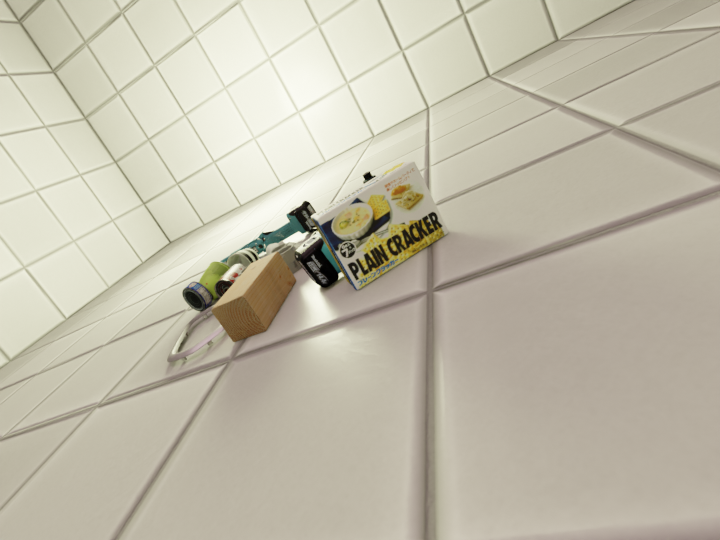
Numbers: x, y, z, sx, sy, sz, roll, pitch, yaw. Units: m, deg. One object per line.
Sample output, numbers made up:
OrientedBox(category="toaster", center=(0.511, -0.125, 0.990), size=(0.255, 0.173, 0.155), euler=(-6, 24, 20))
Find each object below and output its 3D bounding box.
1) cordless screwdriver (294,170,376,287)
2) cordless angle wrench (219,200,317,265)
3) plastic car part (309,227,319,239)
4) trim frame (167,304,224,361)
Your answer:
OrientedBox(category="cordless screwdriver", center=(-0.028, -0.087, 0.902), size=(0.247, 0.155, 0.077), euler=(-35, 17, -10))
OrientedBox(category="cordless angle wrench", center=(-0.335, -0.094, 1.450), size=(0.430, 0.095, 0.075), euler=(-28, 17, 19))
OrientedBox(category="plastic car part", center=(-0.110, -0.072, 1.128), size=(0.071, 0.064, 0.121), euler=(-50, 21, -15))
OrientedBox(category="trim frame", center=(-0.382, 0.142, 1.028), size=(0.185, 0.027, 0.255), euler=(-28, 22, 3))
